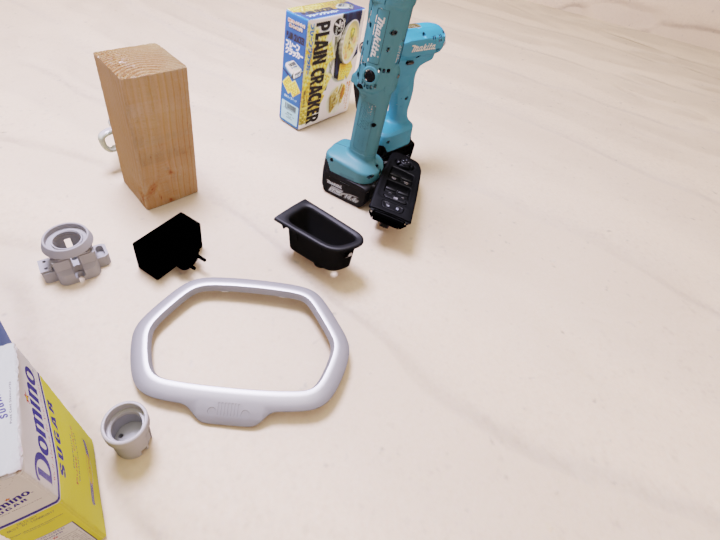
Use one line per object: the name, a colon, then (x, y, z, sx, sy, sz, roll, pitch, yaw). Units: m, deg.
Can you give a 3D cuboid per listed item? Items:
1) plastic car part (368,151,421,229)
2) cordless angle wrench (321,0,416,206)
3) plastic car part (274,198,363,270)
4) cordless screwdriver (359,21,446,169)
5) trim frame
plastic car part: (0.059, -0.129, 0.700, 0.067, 0.065, 0.205, 16, 46, 3)
cordless angle wrench: (0.023, -0.281, 0.598, 0.101, 0.414, 0.073, 31, 47, 14)
plastic car part: (-0.058, -0.038, 0.589, 0.121, 0.069, 0.065, 34, 49, 21)
cordless screwdriver: (0.045, -0.290, 0.730, 0.155, 0.243, 0.078, -23, 57, -31)
trim frame: (-0.136, 0.083, 0.489, 0.247, 0.027, 0.190, 5, 46, -4)
